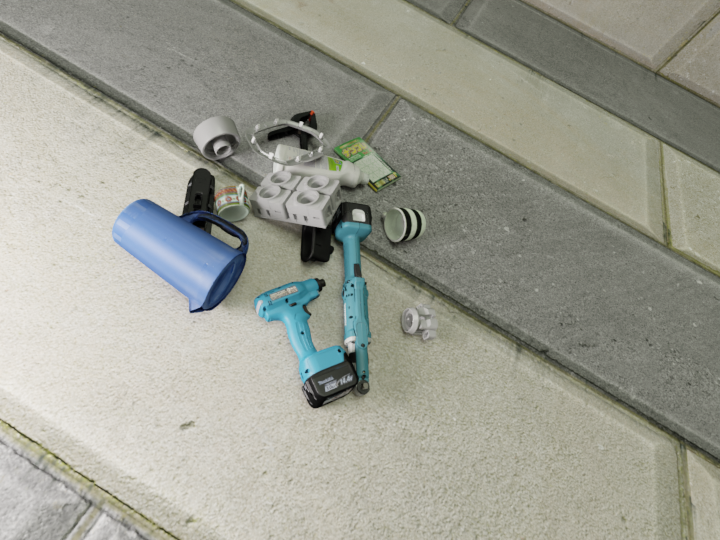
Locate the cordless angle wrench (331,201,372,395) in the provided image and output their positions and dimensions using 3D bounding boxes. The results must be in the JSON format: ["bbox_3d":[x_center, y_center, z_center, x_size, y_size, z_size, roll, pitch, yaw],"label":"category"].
[{"bbox_3d":[-0.011,0.048,0.909,0.072,0.098,0.435,6,60,-18],"label":"cordless angle wrench"}]

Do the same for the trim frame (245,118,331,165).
[{"bbox_3d":[-0.177,-0.327,1.063,0.189,0.027,0.243,36,40,13],"label":"trim frame"}]

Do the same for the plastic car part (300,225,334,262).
[{"bbox_3d":[-0.095,-0.062,0.972,0.068,0.067,0.120,15,56,-29],"label":"plastic car part"}]

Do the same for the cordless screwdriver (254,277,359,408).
[{"bbox_3d":[-0.088,0.127,0.835,0.154,0.073,0.259,-20,62,-29],"label":"cordless screwdriver"}]

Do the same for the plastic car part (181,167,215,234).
[{"bbox_3d":[-0.363,-0.152,0.941,0.065,0.066,0.210,1,55,-11],"label":"plastic car part"}]
